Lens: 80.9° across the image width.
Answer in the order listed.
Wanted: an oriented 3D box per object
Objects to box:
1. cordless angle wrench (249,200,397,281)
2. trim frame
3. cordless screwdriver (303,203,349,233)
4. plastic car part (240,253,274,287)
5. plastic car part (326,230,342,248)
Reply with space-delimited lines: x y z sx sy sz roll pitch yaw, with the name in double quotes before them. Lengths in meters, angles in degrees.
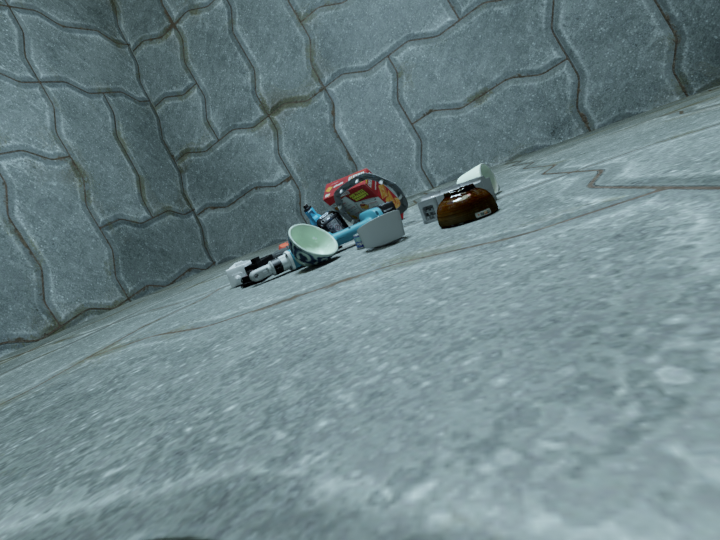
"cordless angle wrench" -0.090 -0.068 1.090 0.415 0.073 0.101 -26 9 -20
"trim frame" 0.024 -0.193 1.223 0.256 0.178 0.027 -23 31 49
"cordless screwdriver" -0.125 -0.164 1.431 0.074 0.156 0.255 -38 13 -10
"plastic car part" -0.275 -0.006 1.164 0.067 0.067 0.201 -26 5 11
"plastic car part" -0.114 -0.075 1.171 0.114 0.070 0.068 -28 11 -28
